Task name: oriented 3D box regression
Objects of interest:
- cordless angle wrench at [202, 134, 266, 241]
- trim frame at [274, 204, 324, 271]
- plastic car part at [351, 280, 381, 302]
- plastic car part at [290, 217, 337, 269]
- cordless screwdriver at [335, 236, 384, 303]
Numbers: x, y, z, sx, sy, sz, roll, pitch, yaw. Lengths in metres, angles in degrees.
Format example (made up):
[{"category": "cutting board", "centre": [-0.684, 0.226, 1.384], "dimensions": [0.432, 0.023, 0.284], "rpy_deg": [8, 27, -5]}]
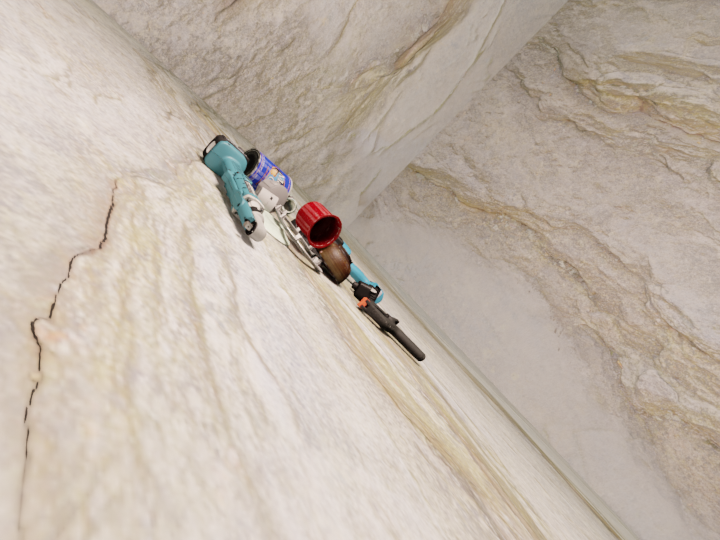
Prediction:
[{"category": "cordless angle wrench", "centre": [-0.249, -0.169, 0.860], "dimensions": [0.093, 0.074, 0.445], "rpy_deg": [40, 9, -39]}, {"category": "trim frame", "centre": [-0.151, -0.084, 1.036], "dimensions": [0.176, 0.027, 0.259], "rpy_deg": [55, -3, -28]}, {"category": "plastic car part", "centre": [0.009, 0.056, 1.149], "dimensions": [0.070, 0.066, 0.117], "rpy_deg": [30, 4, -6]}, {"category": "plastic car part", "centre": [-0.115, -0.075, 1.174], "dimensions": [0.209, 0.066, 0.065], "rpy_deg": [46, -4, 17]}, {"category": "cordless screwdriver", "centre": [-0.029, -0.011, 1.282], "dimensions": [0.246, 0.074, 0.160], "rpy_deg": [48, 4, -6]}]
